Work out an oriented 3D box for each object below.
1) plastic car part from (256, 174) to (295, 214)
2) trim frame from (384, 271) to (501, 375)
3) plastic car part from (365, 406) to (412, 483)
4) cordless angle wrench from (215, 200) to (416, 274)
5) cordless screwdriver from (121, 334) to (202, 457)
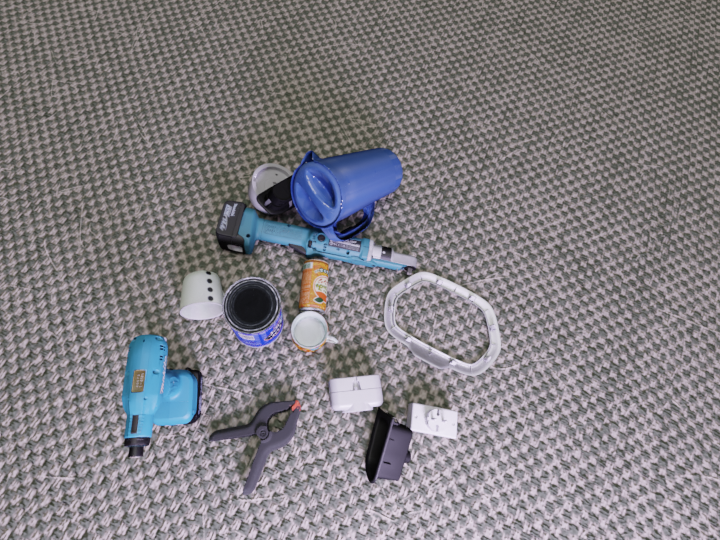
[{"bbox_3d":[-0.129,-0.181,0.905,0.199,0.069,0.066,-38,98,-33],"label":"plastic car part"},{"bbox_3d":[0.169,0.106,0.864,0.252,0.027,0.184,27,69,6],"label":"trim frame"},{"bbox_3d":[0.056,0.317,0.752,0.069,0.067,0.117,15,83,-14],"label":"plastic car part"},{"bbox_3d":[-0.088,-0.057,0.898,0.422,0.073,0.099,11,68,-1],"label":"cordless angle wrench"},{"bbox_3d":[-0.315,0.212,0.674,0.073,0.244,0.164,-2,64,-9],"label":"cordless screwdriver"}]
